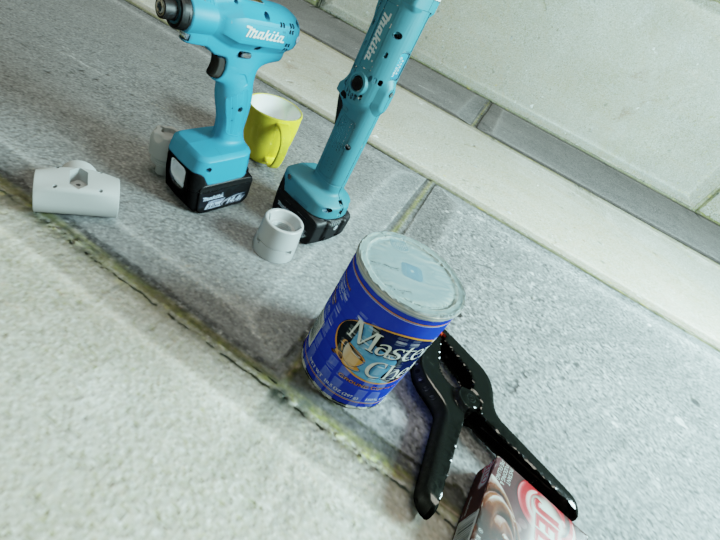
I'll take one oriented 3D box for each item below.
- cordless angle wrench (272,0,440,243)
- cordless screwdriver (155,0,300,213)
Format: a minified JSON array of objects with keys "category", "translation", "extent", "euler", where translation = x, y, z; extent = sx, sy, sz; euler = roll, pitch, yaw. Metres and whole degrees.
[{"category":"cordless angle wrench","translation":[0.009,-0.214,0.488],"extent":[0.102,0.421,0.072],"euler":[46,37,20]},{"category":"cordless screwdriver","translation":[-0.172,-0.182,0.481],"extent":[0.077,0.248,0.154],"euler":[44,37,18]}]
